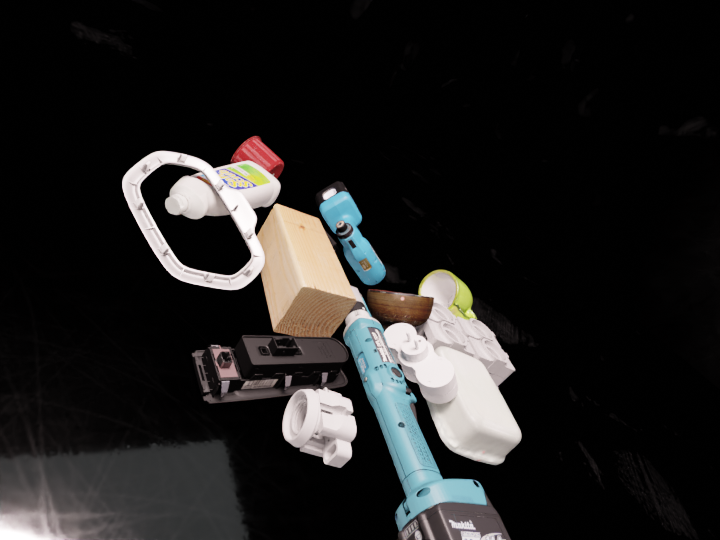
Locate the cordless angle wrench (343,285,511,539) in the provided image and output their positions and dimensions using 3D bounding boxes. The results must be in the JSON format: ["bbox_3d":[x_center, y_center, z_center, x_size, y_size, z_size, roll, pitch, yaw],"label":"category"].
[{"bbox_3d":[0.034,0.153,0.552,0.093,0.074,0.443,20,25,-29],"label":"cordless angle wrench"}]

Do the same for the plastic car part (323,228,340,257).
[{"bbox_3d":[-0.079,-0.052,0.812,0.067,0.066,0.123,31,16,-47],"label":"plastic car part"}]

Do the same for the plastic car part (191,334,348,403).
[{"bbox_3d":[-0.089,0.106,0.500,0.192,0.067,0.070,13,25,-43],"label":"plastic car part"}]

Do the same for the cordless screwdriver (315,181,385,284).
[{"bbox_3d":[-0.033,-0.098,0.859,0.151,0.075,0.261,55,7,-42],"label":"cordless screwdriver"}]

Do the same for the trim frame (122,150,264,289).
[{"bbox_3d":[-0.237,-0.080,0.623,0.178,0.028,0.254,-20,71,-51],"label":"trim frame"}]
